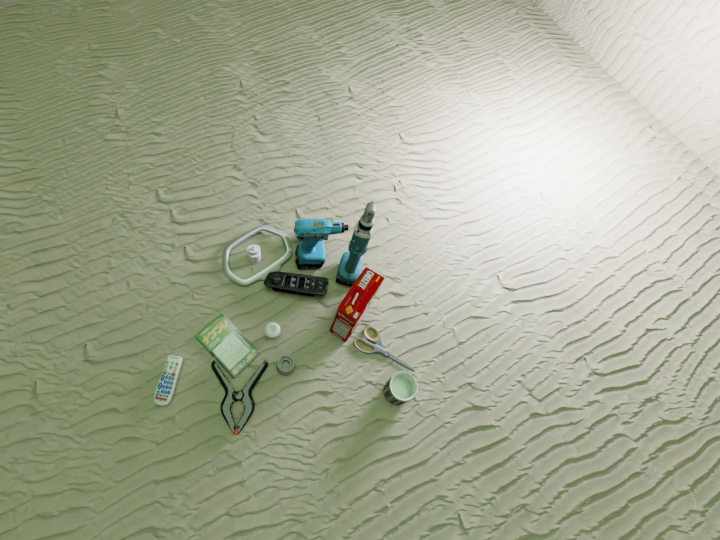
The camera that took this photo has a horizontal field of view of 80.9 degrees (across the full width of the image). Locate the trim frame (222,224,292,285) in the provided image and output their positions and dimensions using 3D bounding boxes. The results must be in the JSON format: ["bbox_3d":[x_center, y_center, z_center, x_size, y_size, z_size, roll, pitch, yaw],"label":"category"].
[{"bbox_3d":[-0.348,-0.053,1.421,0.245,0.027,0.190,-36,71,-20],"label":"trim frame"}]

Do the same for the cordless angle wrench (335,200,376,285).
[{"bbox_3d":[-0.007,-0.071,1.242,0.074,0.417,0.099,15,64,-3],"label":"cordless angle wrench"}]

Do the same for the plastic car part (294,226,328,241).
[{"bbox_3d":[-0.170,-0.127,1.450,0.116,0.070,0.067,6,64,-3],"label":"plastic car part"}]

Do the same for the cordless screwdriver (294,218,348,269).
[{"bbox_3d":[-0.130,-0.085,1.334,0.157,0.245,0.076,-1,66,-9],"label":"cordless screwdriver"}]

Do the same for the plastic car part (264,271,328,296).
[{"bbox_3d":[-0.207,0.046,1.361,0.203,0.066,0.067,10,63,-1],"label":"plastic car part"}]
